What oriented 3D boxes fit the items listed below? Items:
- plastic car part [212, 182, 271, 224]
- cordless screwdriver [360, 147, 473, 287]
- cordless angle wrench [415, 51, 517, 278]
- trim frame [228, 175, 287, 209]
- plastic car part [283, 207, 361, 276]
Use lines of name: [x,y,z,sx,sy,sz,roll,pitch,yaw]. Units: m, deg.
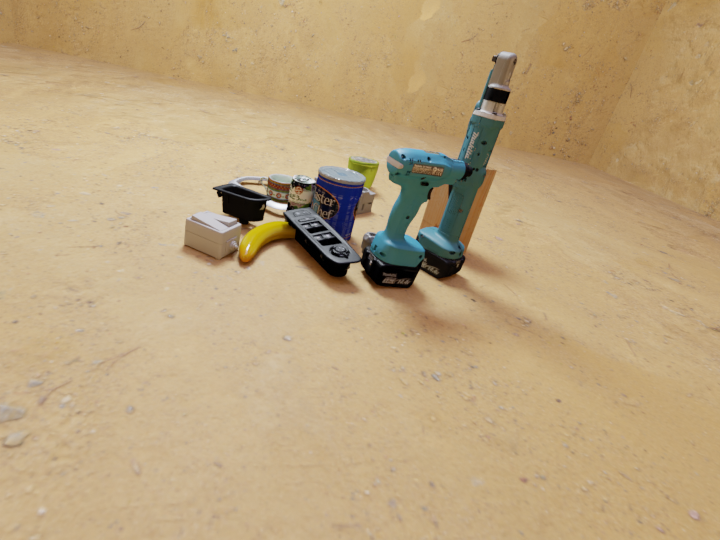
plastic car part: [-0.248,-0.135,0.891,0.121,0.070,0.064,24,27,20]
cordless screwdriver: [0.099,-0.091,0.761,0.154,0.245,0.078,3,28,-24]
cordless angle wrench: [0.204,-0.186,0.802,0.071,0.417,0.103,-11,36,-44]
trim frame: [-0.223,-0.195,1.071,0.262,0.027,0.177,30,31,31]
plastic car part: [-0.079,-0.052,0.805,0.063,0.066,0.215,-7,32,-37]
